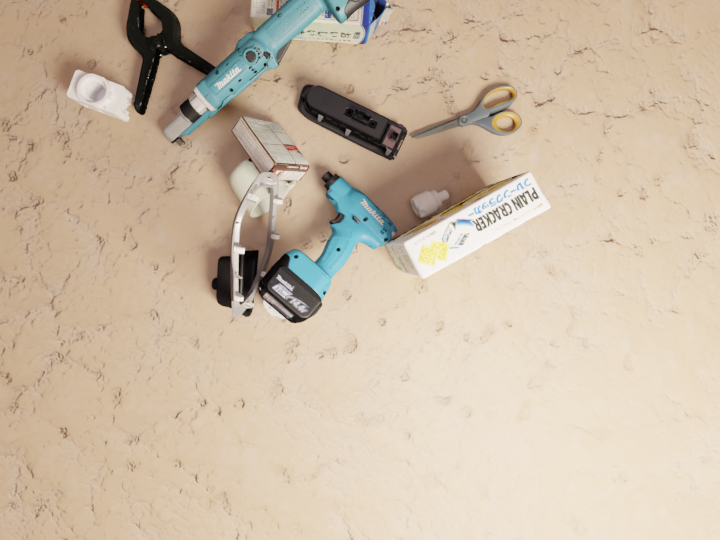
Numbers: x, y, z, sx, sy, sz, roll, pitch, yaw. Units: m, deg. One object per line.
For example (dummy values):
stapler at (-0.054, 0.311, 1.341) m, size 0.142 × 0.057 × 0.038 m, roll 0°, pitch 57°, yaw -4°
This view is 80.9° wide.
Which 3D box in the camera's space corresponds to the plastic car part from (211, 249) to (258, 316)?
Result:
plastic car part at (-0.221, 0.019, 0.732) m, size 0.073 × 0.064 × 0.116 m, roll 8°, pitch 93°, yaw 12°

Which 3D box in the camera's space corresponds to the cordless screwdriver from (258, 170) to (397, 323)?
cordless screwdriver at (-0.068, -0.044, 0.693) m, size 0.159 × 0.075 × 0.246 m, roll 44°, pitch 67°, yaw -1°

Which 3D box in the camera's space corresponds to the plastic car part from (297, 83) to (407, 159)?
plastic car part at (-0.018, -0.265, 0.736) m, size 0.204 × 0.067 × 0.066 m, roll 26°, pitch 96°, yaw 2°

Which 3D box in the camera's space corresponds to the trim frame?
trim frame at (-0.159, -0.036, 0.643) m, size 0.028 × 0.186 × 0.244 m, roll 19°, pitch 131°, yaw 2°

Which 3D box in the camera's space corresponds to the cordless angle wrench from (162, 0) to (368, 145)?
cordless angle wrench at (-0.170, -0.347, 0.684) m, size 0.428 × 0.076 × 0.094 m, roll -33°, pitch 112°, yaw 17°
